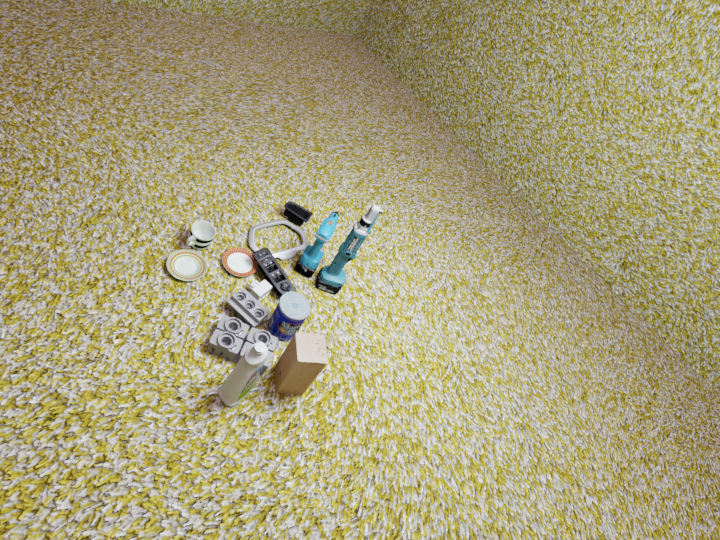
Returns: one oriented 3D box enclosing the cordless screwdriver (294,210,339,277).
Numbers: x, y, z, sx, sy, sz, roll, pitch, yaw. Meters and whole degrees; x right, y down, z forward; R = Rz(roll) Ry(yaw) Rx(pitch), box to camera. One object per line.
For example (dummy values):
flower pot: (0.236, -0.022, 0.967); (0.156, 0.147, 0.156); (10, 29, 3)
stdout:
cordless screwdriver: (-0.151, -0.099, 1.546); (0.074, 0.248, 0.160); (30, 43, -5)

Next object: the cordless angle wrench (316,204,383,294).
cordless angle wrench: (-0.039, -0.072, 1.452); (0.096, 0.422, 0.076); (23, 44, -12)

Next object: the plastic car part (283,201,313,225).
plastic car part: (-0.266, -0.227, 1.737); (0.116, 0.071, 0.066); (30, 43, -1)

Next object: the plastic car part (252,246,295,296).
plastic car part: (-0.308, 0.017, 1.489); (0.064, 0.067, 0.210); (-23, 64, -41)

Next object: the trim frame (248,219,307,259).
trim frame: (-0.320, -0.120, 1.640); (0.240, 0.027, 0.192); (-19, 60, -38)
